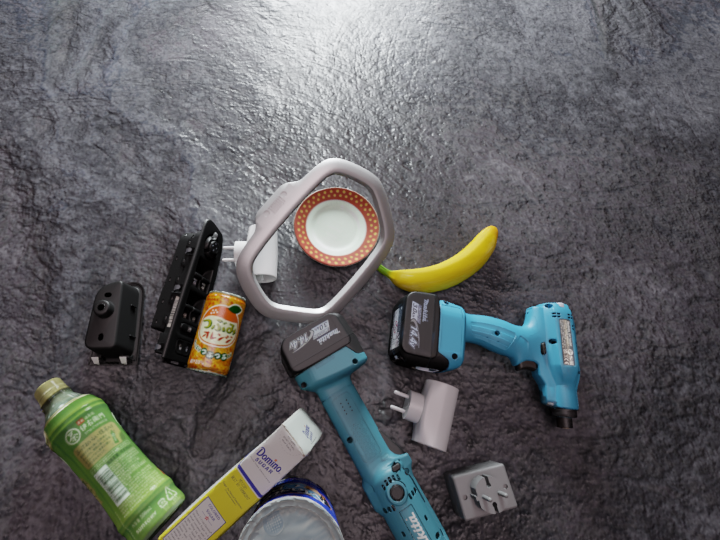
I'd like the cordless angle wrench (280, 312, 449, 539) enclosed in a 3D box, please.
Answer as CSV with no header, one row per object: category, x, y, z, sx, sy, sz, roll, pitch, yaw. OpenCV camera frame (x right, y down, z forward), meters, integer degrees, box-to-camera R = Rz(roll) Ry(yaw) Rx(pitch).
cordless angle wrench,0.038,0.255,0.502,0.097,0.073,0.434,-28,74,-13

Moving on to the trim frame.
trim frame,-0.057,-0.037,0.586,0.178,0.028,0.248,42,86,-19

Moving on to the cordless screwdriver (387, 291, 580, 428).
cordless screwdriver,0.166,0.113,0.558,0.247,0.073,0.162,6,69,-4

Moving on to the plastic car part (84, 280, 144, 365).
plastic car part,-0.331,0.064,0.562,0.065,0.070,0.119,0,72,-6

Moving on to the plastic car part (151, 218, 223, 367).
plastic car part,-0.242,0.026,0.589,0.070,0.063,0.205,3,68,24
